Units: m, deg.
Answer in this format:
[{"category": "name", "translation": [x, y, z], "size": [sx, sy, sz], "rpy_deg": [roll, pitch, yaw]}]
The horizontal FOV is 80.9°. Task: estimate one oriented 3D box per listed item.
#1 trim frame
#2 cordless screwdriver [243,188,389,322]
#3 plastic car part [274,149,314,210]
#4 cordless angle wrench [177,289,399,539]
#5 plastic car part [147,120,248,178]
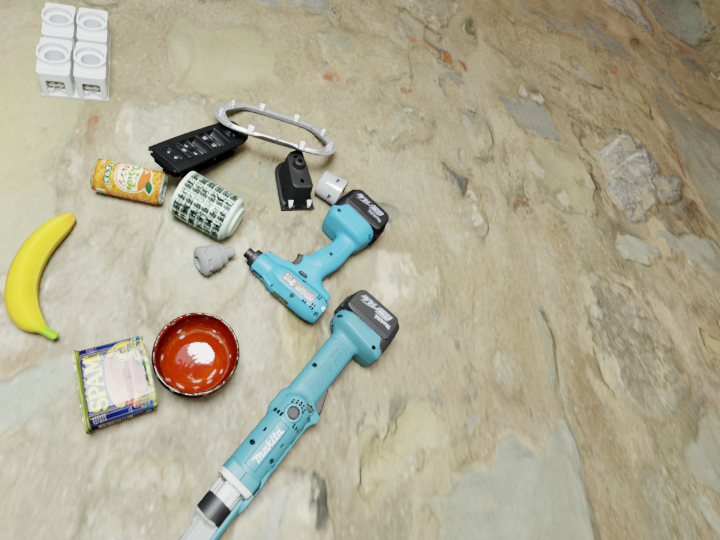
[{"category": "trim frame", "translation": [-0.160, -0.280, 0.821], "size": [0.242, 0.027, 0.190], "rpy_deg": [15, 34, -15]}, {"category": "cordless screwdriver", "translation": [-0.072, -0.047, 0.732], "size": [0.160, 0.074, 0.247], "rpy_deg": [38, 60, 3]}, {"category": "plastic car part", "translation": [-0.120, -0.177, 0.789], "size": [0.064, 0.071, 0.120], "rpy_deg": [-4, 67, -25]}, {"category": "cordless angle wrench", "translation": [-0.096, 0.200, 0.584], "size": [0.099, 0.074, 0.419], "rpy_deg": [40, 58, 3]}, {"category": "plastic car part", "translation": [-0.273, -0.208, 0.740], "size": [0.067, 0.066, 0.201], "rpy_deg": [32, 45, 7]}]
